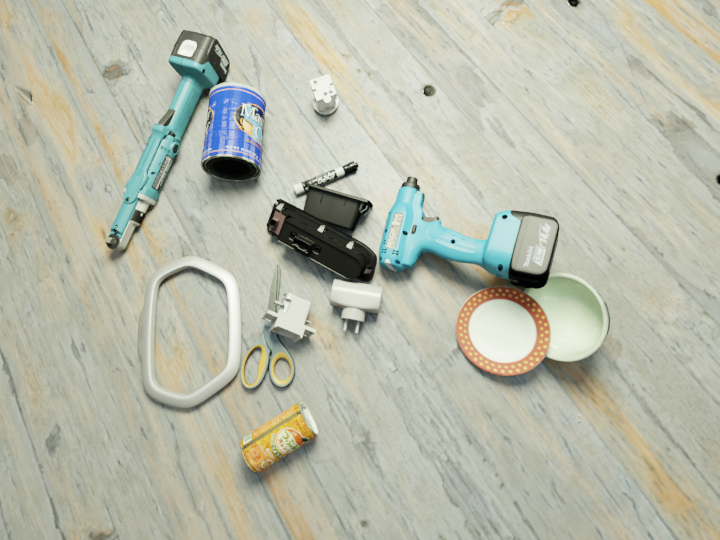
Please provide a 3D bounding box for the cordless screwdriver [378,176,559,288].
[{"bbox_3d":[0.158,-0.064,0.640,0.260,0.070,0.160,9,75,28],"label":"cordless screwdriver"}]

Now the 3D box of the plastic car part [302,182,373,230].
[{"bbox_3d":[-0.046,-0.100,0.713,0.120,0.064,0.071,15,92,13],"label":"plastic car part"}]

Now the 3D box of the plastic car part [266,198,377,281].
[{"bbox_3d":[-0.067,-0.044,0.686,0.206,0.066,0.066,27,107,8],"label":"plastic car part"}]

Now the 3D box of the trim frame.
[{"bbox_3d":[-0.287,0.096,0.702,0.185,0.027,0.253,-7,75,4],"label":"trim frame"}]

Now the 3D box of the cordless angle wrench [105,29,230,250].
[{"bbox_3d":[-0.364,-0.233,0.779,0.076,0.096,0.424,19,82,8],"label":"cordless angle wrench"}]
